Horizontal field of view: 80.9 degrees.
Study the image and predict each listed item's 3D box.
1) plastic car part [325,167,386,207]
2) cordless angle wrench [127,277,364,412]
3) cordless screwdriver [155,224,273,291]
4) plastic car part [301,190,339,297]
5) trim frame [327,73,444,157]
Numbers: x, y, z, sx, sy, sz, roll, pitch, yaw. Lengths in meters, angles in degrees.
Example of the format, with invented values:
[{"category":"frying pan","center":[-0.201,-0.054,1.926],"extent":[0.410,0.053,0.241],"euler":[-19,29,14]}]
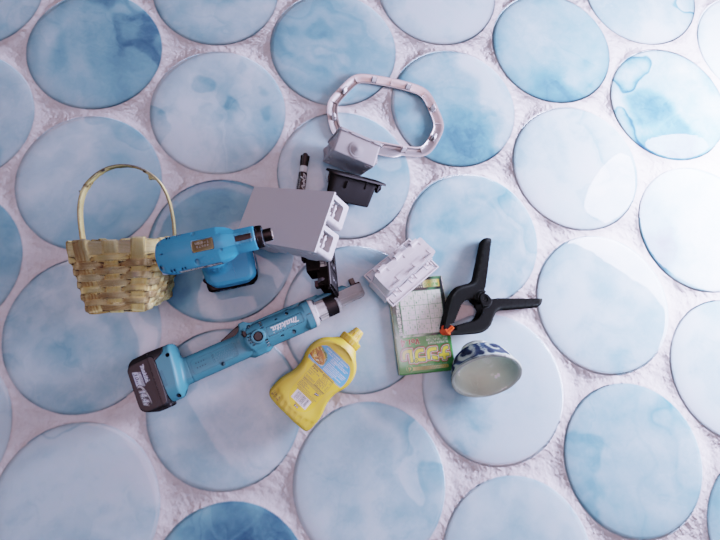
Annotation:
[{"category":"plastic car part","center":[-0.023,-0.152,0.810],"extent":[0.112,0.069,0.070],"euler":[4,107,-28]},{"category":"cordless angle wrench","center":[-0.183,0.117,0.749],"extent":[0.418,0.074,0.100],"euler":[-23,80,-11]},{"category":"cordless screwdriver","center":[-0.207,-0.022,0.682],"extent":[0.158,0.247,0.075],"euler":[-12,84,-5]},{"category":"plastic car part","center":[-0.076,-0.050,0.781],"extent":[0.069,0.063,0.208],"euler":[-11,63,17]},{"category":"trim frame","center":[0.053,-0.321,0.878],"extent":[0.247,0.027,0.185],"euler":[12,79,-4]}]
